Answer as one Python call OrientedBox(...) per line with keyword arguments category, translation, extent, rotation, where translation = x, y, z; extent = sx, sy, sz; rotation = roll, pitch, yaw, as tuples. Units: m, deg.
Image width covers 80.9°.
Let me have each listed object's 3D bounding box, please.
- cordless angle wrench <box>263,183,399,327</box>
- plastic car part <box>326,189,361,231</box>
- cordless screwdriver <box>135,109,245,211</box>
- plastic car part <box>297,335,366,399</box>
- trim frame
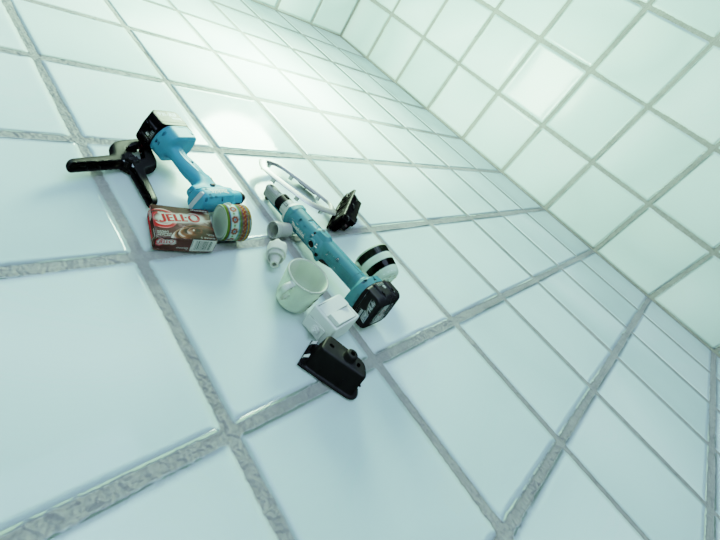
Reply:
OrientedBox(category="cordless angle wrench", translation=(-0.092, -0.060, 0.942), extent=(0.071, 0.097, 0.442), rotation=(-13, 51, -46))
OrientedBox(category="plastic car part", translation=(-0.033, -0.162, 1.150), extent=(0.065, 0.067, 0.206), rotation=(37, 30, -17))
OrientedBox(category="cordless screwdriver", translation=(-0.362, -0.232, 0.923), extent=(0.253, 0.075, 0.155), rotation=(52, 24, 8))
OrientedBox(category="plastic car part", translation=(-0.037, 0.156, 0.719), extent=(0.117, 0.071, 0.066), rotation=(33, 33, 3))
OrientedBox(category="trim frame", translation=(-0.165, -0.216, 1.097), extent=(0.252, 0.027, 0.182), rotation=(35, 18, 6))
